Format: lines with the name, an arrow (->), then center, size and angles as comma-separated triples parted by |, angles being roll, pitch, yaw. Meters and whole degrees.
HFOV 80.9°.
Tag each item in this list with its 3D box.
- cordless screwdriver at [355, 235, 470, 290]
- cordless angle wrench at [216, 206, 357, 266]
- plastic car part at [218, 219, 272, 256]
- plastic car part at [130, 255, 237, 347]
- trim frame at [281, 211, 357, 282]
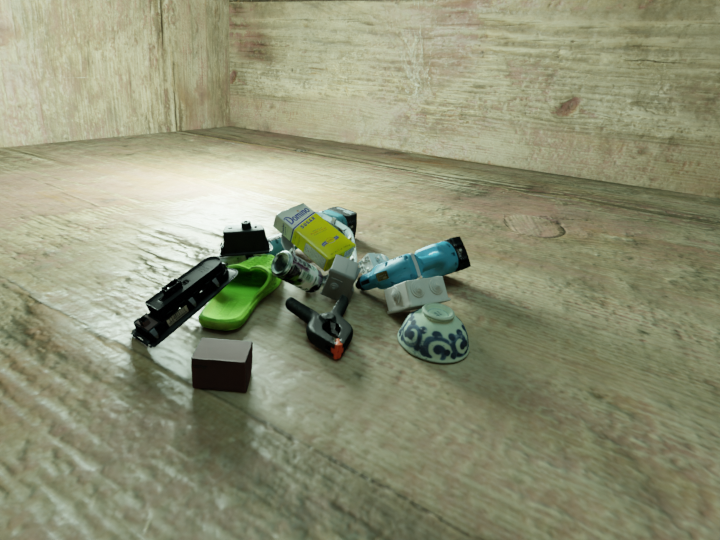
cordless screwdriver -> 0.114, -0.007, 0.910 | 0.239, 0.075, 0.164 | -14, -6, -45
cordless angle wrench -> -0.174, -0.076, 1.055 | 0.103, 0.072, 0.409 | 23, 33, 35
plastic car part -> -0.254, -0.075, 0.925 | 0.117, 0.068, 0.068 | -6, 33, 0
plastic car part -> -0.303, 0.038, 0.730 | 0.070, 0.065, 0.200 | 11, 38, 35
trim frame -> -0.097, -0.064, 0.996 | 0.181, 0.027, 0.257 | 7, 44, -11
